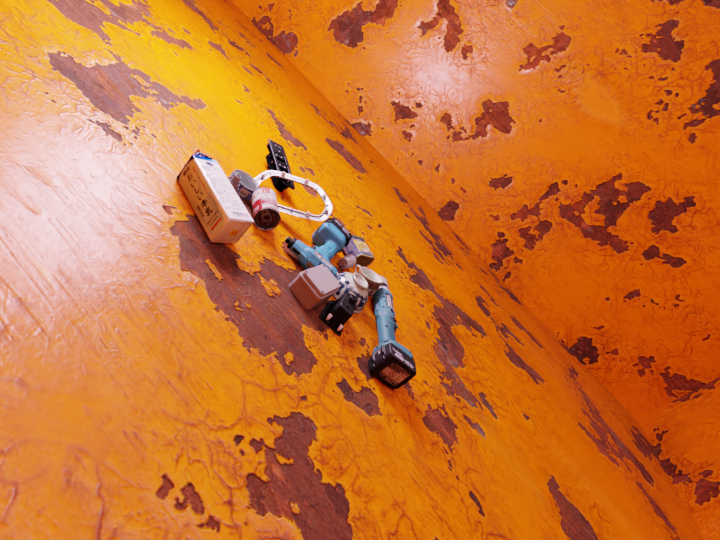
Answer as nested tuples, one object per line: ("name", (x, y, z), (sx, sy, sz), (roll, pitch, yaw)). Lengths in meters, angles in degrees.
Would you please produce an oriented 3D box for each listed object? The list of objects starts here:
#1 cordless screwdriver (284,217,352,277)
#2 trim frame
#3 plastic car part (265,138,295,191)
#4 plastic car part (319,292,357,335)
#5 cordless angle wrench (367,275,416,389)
("cordless screwdriver", (-0.113, -0.074, 1.160), (0.157, 0.075, 0.250), (41, 27, -10))
("trim frame", (-0.195, -0.219, 1.223), (0.241, 0.027, 0.190), (17, 45, -16))
("plastic car part", (-0.263, -0.325, 1.340), (0.062, 0.068, 0.212), (28, 31, -52))
("plastic car part", (-0.040, 0.088, 1.003), (0.065, 0.072, 0.116), (44, 25, -8))
("cordless angle wrench", (0.067, 0.127, 1.127), (0.095, 0.075, 0.433), (38, 21, -19))
